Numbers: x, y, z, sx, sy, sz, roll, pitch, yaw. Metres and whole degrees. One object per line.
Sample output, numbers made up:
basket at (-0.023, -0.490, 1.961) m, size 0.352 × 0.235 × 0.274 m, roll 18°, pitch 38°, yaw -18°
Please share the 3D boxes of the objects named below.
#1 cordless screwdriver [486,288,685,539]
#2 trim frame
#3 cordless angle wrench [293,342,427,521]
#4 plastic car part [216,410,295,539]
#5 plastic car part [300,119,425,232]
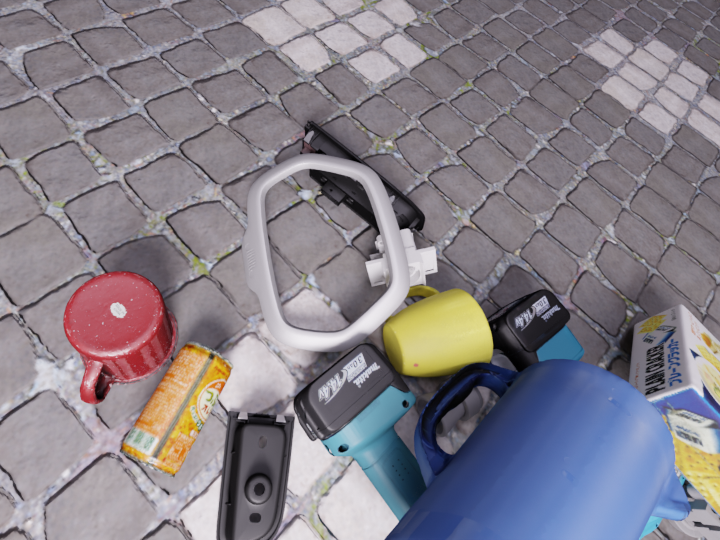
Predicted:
cordless screwdriver at (0.223, 0.155, 0.456) m, size 0.156 × 0.074 × 0.254 m, roll -32°, pitch 77°, yaw -27°
trim frame at (-0.047, -0.031, 0.485) m, size 0.184 × 0.027 × 0.256 m, roll -15°, pitch 69°, yaw 1°
cordless angle wrench at (0.100, 0.262, 0.370) m, size 0.096 × 0.074 × 0.433 m, roll -32°, pitch 76°, yaw -28°
plastic car part at (-0.090, 0.181, 0.367) m, size 0.065 × 0.070 × 0.120 m, roll 7°, pitch 58°, yaw -12°
plastic car part at (-0.005, -0.109, 0.552) m, size 0.206 × 0.065 × 0.067 m, roll 36°, pitch 69°, yaw 7°
